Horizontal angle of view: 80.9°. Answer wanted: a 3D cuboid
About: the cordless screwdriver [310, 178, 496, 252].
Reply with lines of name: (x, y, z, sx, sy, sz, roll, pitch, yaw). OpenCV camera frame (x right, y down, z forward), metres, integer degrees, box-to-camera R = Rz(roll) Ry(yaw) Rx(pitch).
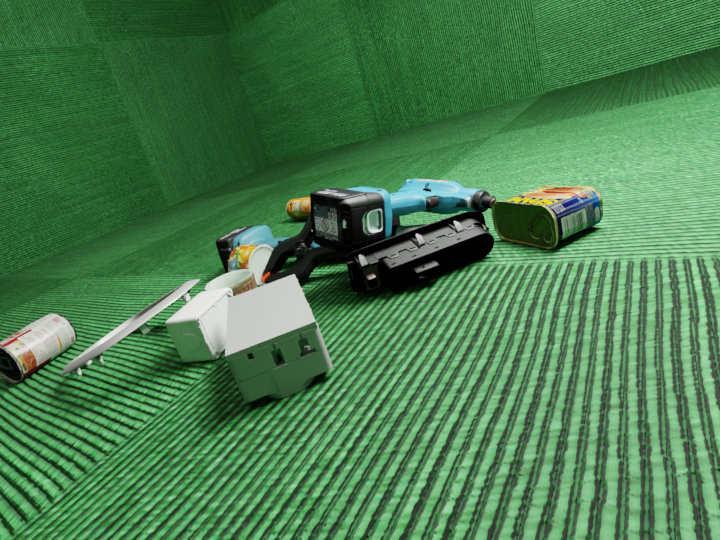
cordless screwdriver: (0.061, -0.088, 0.602, 0.240, 0.073, 0.168, -19, 24, -36)

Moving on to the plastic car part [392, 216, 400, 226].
plastic car part: (0.028, -0.096, 0.798, 0.068, 0.065, 0.122, -14, 9, -42)

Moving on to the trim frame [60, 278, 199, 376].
trim frame: (-0.320, 0.080, 0.596, 0.255, 0.027, 0.183, -27, 17, 36)

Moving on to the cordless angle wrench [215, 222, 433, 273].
cordless angle wrench: (-0.072, -0.047, 0.738, 0.441, 0.072, 0.096, -2, 23, 32)

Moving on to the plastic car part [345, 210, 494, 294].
plastic car part: (0.086, -0.021, 0.545, 0.200, 0.064, 0.070, -23, 29, -12)
